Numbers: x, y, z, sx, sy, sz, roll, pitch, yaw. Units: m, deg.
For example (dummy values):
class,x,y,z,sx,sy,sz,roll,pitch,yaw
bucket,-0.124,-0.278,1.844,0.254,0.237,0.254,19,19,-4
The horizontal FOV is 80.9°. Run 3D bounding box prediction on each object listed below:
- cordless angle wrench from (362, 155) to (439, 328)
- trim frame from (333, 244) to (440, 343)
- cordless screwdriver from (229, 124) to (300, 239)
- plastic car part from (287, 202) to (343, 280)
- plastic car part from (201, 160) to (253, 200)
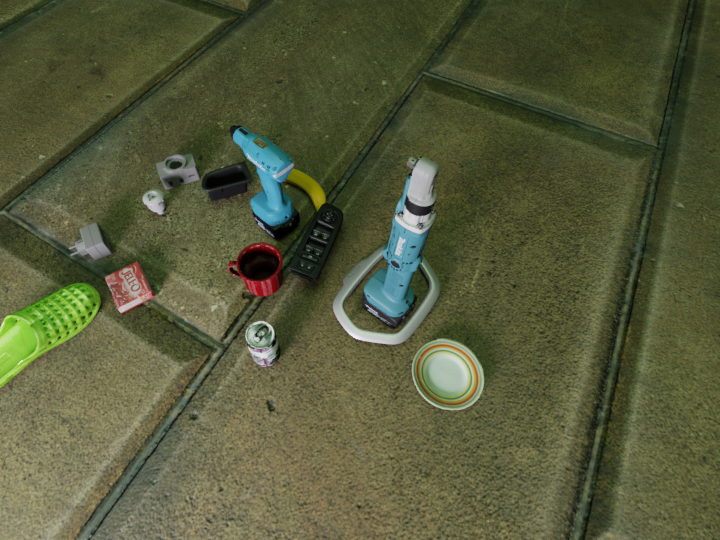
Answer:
class,x,y,z,sx,sy,sz,roll,pitch,yaw
cordless angle wrench,0.070,-0.028,0.698,0.101,0.412,0.074,36,63,15
trim frame,0.055,0.045,0.878,0.191,0.027,0.247,32,64,19
cordless screwdriver,-0.205,-0.186,0.898,0.165,0.242,0.073,41,65,19
plastic car part,-0.090,-0.059,0.922,0.067,0.065,0.205,16,60,8
plastic car part,-0.318,-0.203,1.011,0.115,0.069,0.069,-22,62,-13
